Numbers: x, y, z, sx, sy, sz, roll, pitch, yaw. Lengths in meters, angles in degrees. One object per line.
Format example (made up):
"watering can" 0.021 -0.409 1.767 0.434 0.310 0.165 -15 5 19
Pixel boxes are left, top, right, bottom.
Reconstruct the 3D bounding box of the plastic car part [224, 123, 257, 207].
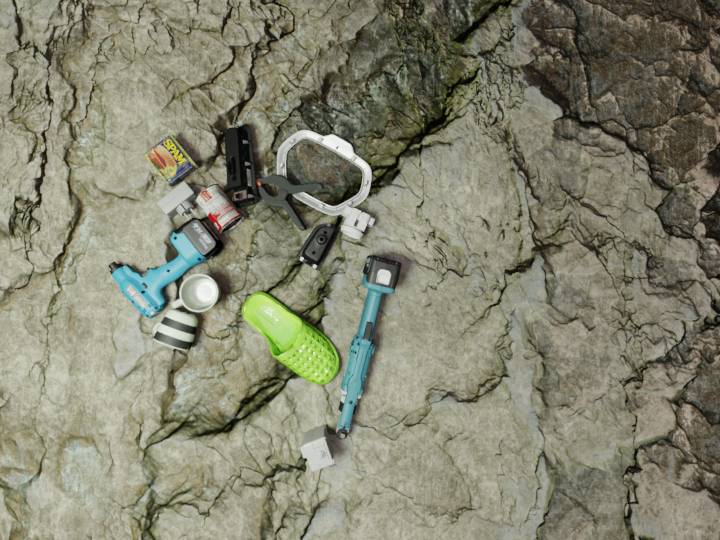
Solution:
"plastic car part" -0.296 -0.257 1.016 0.069 0.064 0.205 -10 79 32

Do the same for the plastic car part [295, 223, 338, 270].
"plastic car part" -0.098 -0.064 1.005 0.066 0.071 0.116 30 87 -4

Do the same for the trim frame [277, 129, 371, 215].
"trim frame" -0.092 -0.246 1.046 0.250 0.027 0.184 30 83 3

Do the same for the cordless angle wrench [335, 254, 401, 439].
"cordless angle wrench" 0.005 0.177 0.980 0.074 0.098 0.423 14 88 -5

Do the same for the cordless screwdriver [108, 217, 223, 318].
"cordless screwdriver" -0.455 -0.027 0.986 0.248 0.074 0.160 -44 88 -2
